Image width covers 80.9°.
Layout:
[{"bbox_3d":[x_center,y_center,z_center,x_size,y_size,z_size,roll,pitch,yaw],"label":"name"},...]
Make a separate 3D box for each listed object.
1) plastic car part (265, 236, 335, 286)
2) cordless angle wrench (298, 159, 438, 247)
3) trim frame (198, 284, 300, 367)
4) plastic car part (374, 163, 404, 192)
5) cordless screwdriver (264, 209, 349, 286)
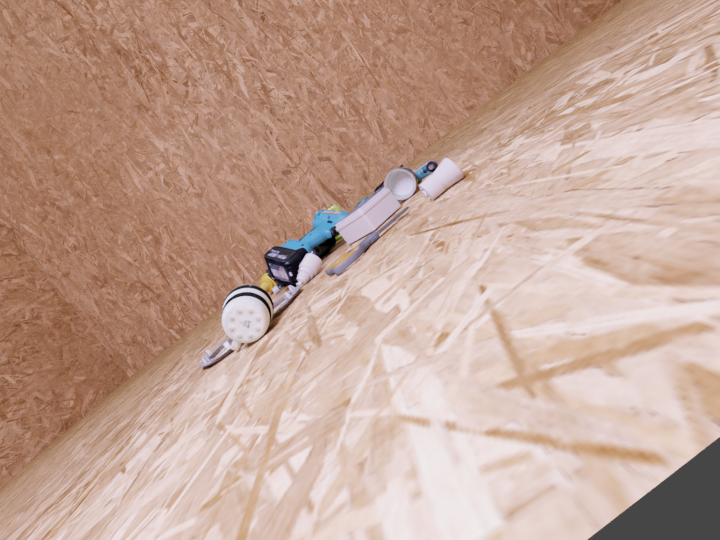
[{"bbox_3d":[-0.142,-0.027,1.084,0.201,0.070,0.064,-43,-31,-20],"label":"plastic car part"},{"bbox_3d":[0.019,-0.163,1.114,0.432,0.073,0.097,-30,9,28],"label":"cordless angle wrench"},{"bbox_3d":[-0.216,0.106,0.825,0.248,0.027,0.186,-40,9,-2],"label":"trim frame"},{"bbox_3d":[0.102,-0.238,1.203,0.116,0.064,0.073,-41,21,2],"label":"plastic car part"},{"bbox_3d":[-0.098,-0.064,0.998,0.167,0.071,0.246,8,42,37],"label":"cordless screwdriver"}]
